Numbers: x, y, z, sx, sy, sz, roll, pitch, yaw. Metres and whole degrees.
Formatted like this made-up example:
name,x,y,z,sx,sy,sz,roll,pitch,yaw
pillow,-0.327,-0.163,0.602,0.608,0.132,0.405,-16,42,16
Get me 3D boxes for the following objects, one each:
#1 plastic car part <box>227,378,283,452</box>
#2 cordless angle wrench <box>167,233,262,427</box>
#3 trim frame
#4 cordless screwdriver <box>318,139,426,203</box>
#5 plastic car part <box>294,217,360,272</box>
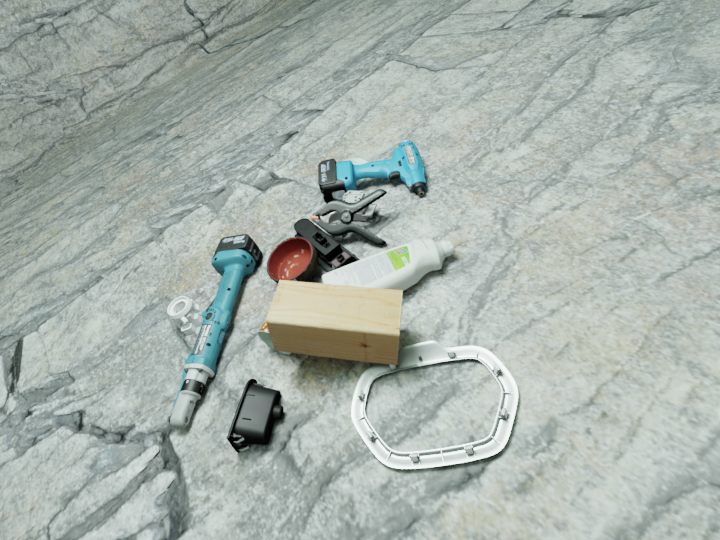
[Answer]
name,x,y,z,sx,sy,sz,roll,pitch,yaw
plastic car part,-0.166,0.239,0.706,0.072,0.063,0.118,7,49,11
cordless angle wrench,-0.303,0.108,0.880,0.101,0.070,0.433,-8,50,19
trim frame,0.104,0.193,0.634,0.253,0.026,0.190,-16,45,14
cordless screwdriver,0.027,-0.216,1.005,0.251,0.071,0.165,-13,55,7
plastic car part,-0.091,-0.060,0.936,0.066,0.063,0.215,-44,44,-8
